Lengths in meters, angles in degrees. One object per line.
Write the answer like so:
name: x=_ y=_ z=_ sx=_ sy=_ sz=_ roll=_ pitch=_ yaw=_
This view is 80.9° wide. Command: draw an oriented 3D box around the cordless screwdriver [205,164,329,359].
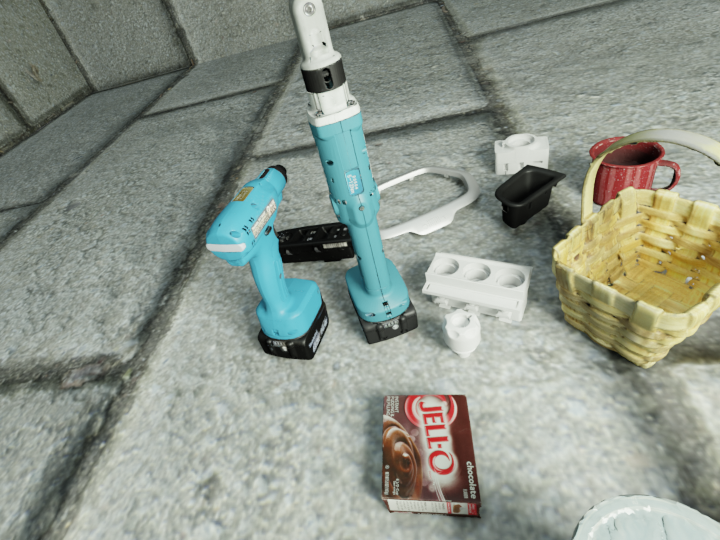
cordless screwdriver: x=-0.106 y=-0.007 z=0.563 sx=0.077 sy=0.238 sz=0.160 roll=1 pitch=42 yaw=20

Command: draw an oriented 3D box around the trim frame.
trim frame: x=0.096 y=-0.130 z=0.791 sx=0.247 sy=0.026 sz=0.194 roll=-24 pitch=40 yaw=-6

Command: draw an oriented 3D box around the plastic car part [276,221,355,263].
plastic car part: x=-0.071 y=-0.047 z=0.731 sx=0.209 sy=0.064 sz=0.067 roll=-1 pitch=42 yaw=20

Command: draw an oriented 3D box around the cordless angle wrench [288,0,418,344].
cordless angle wrench: x=-0.007 y=-0.083 z=0.482 sx=0.074 sy=0.405 sz=0.102 roll=-19 pitch=39 yaw=-4

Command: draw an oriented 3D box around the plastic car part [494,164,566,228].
plastic car part: x=0.260 y=-0.109 z=0.672 sx=0.115 sy=0.068 sz=0.070 roll=-37 pitch=43 yaw=-22
